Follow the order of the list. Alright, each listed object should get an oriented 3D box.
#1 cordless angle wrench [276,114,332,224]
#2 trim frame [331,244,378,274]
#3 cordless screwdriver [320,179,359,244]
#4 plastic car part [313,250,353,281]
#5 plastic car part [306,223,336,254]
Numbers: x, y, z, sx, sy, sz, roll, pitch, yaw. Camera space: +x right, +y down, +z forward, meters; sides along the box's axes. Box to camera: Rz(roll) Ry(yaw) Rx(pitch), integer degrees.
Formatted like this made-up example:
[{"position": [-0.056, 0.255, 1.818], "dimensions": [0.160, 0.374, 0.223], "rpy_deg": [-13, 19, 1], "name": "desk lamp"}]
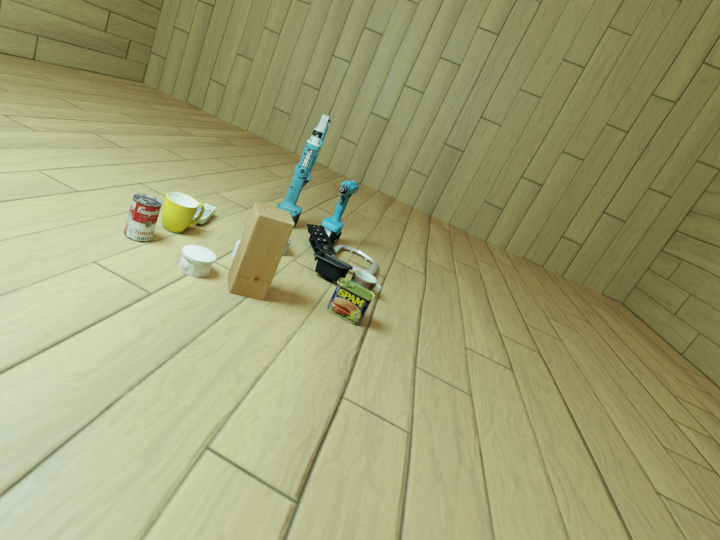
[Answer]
[{"position": [-0.207, -0.363, 1.544], "dimensions": [0.097, 0.420, 0.075], "rpy_deg": [24, 18, -5], "name": "cordless angle wrench"}, {"position": [-0.027, -0.040, 1.495], "dimensions": [0.186, 0.027, 0.247], "rpy_deg": [25, 19, 4], "name": "trim frame"}, {"position": [-0.086, -0.212, 1.547], "dimensions": [0.076, 0.247, 0.157], "rpy_deg": [28, 19, 7], "name": "cordless screwdriver"}, {"position": [-0.089, -0.003, 1.261], "dimensions": [0.120, 0.070, 0.064], "rpy_deg": [30, 19, 16], "name": "plastic car part"}, {"position": [-0.141, -0.092, 1.443], "dimensions": [0.063, 0.067, 0.213], "rpy_deg": [14, 21, -28], "name": "plastic car part"}]
